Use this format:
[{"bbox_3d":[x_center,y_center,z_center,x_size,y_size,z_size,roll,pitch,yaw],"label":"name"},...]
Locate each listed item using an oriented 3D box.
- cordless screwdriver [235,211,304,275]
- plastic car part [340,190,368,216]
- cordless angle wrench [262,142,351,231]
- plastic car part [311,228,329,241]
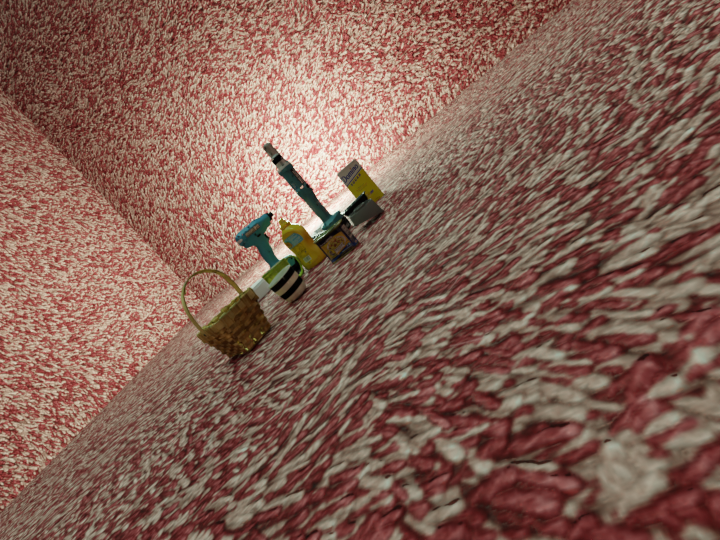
[{"bbox_3d":[-0.291,-0.072,1.442,0.158,0.245,0.076,-46,9,-27],"label":"cordless screwdriver"},{"bbox_3d":[-0.004,-0.213,1.471,0.116,0.070,0.067,-41,10,-1],"label":"plastic car part"},{"bbox_3d":[-0.203,-0.289,1.518,0.076,0.417,0.097,-35,9,39],"label":"cordless angle wrench"},{"bbox_3d":[-0.147,-0.096,1.507,0.066,0.066,0.208,-47,14,-32],"label":"plastic car part"}]
